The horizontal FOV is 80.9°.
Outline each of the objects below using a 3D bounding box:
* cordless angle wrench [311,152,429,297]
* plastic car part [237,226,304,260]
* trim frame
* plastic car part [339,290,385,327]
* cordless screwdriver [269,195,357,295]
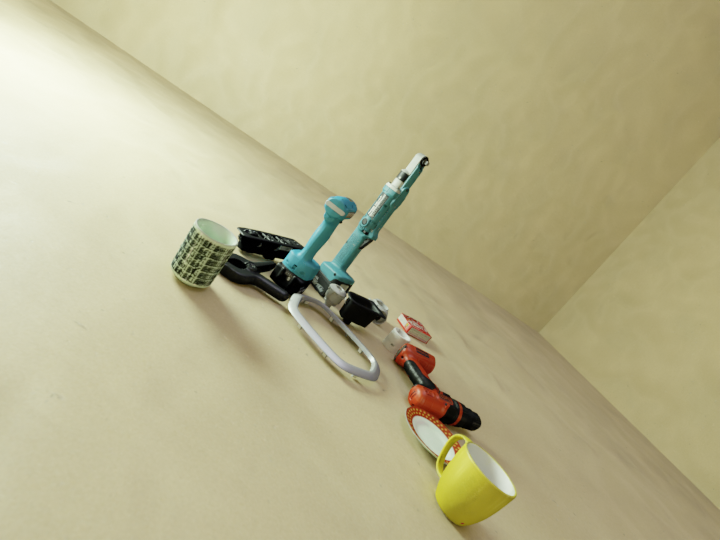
[{"bbox_3d":[0.026,-0.111,1.053,0.070,0.423,0.103,22,20,-48],"label":"cordless angle wrench"},{"bbox_3d":[-0.227,-0.063,1.038,0.192,0.067,0.070,18,22,-51],"label":"plastic car part"},{"bbox_3d":[-0.056,0.133,0.870,0.260,0.027,0.176,42,15,24],"label":"trim frame"},{"bbox_3d":[-0.009,0.099,1.006,0.110,0.071,0.070,24,18,-40],"label":"plastic car part"},{"bbox_3d":[-0.094,-0.062,0.966,0.076,0.249,0.156,39,14,6],"label":"cordless screwdriver"}]
